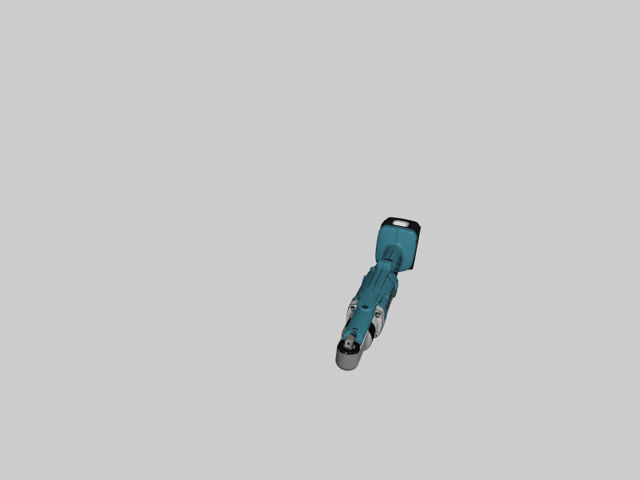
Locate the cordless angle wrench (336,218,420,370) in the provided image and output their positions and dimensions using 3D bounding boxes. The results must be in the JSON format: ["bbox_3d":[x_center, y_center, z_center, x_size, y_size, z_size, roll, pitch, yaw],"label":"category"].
[{"bbox_3d":[0.094,0.070,0.664,0.074,0.098,0.421,12,23,15],"label":"cordless angle wrench"}]
